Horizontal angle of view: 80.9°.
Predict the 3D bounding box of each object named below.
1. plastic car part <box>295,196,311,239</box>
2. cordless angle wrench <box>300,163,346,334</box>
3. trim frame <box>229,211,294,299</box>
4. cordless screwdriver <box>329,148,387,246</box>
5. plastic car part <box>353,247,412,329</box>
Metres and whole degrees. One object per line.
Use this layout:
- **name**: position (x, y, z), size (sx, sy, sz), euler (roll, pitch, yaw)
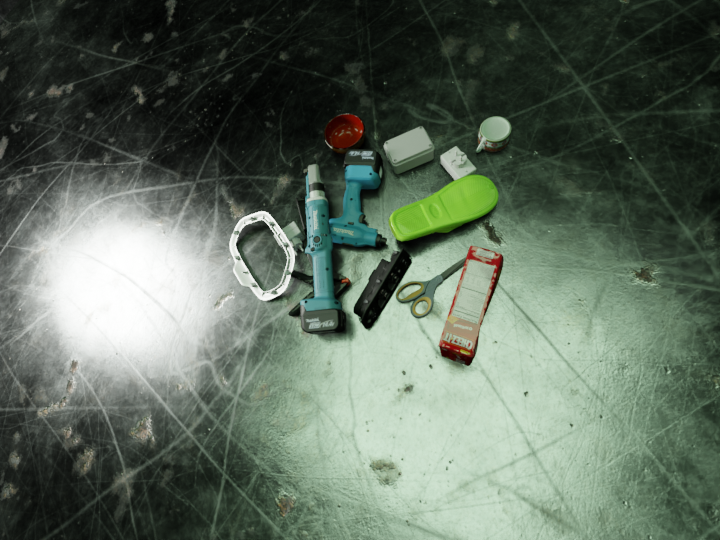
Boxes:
- **plastic car part**: position (-0.127, -0.150, 1.110), size (0.071, 0.064, 0.120), euler (-13, 66, -2)
- **cordless angle wrench**: position (-0.099, -0.065, 1.017), size (0.100, 0.071, 0.431), euler (-9, 72, 11)
- **trim frame**: position (-0.262, -0.041, 1.099), size (0.185, 0.026, 0.259), euler (-46, 65, 21)
- **cordless screwdriver**: position (0.010, -0.181, 1.077), size (0.164, 0.071, 0.250), euler (10, 78, 18)
- **plastic car part**: position (0.043, 0.038, 0.993), size (0.070, 0.063, 0.203), euler (22, 78, 29)
